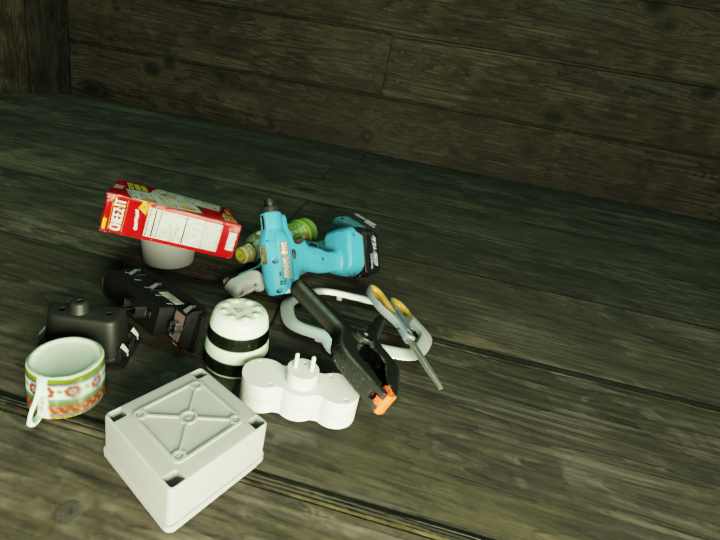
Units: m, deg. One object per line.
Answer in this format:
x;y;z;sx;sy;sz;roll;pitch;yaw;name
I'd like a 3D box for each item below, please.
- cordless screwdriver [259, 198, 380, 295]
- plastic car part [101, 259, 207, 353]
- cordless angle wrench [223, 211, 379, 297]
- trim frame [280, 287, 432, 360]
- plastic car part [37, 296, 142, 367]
-0.075;-0.049;0.765;0.238;0.160;0.077;-7;-3;-44;cordless screwdriver
-0.301;0.045;0.590;0.214;0.066;0.064;26;18;35;plastic car part
-0.103;-0.030;0.847;0.102;0.073;0.411;32;33;20;cordless angle wrench
-0.009;0.083;0.684;0.251;0.027;0.185;14;22;4;trim frame
-0.339;0.069;0.522;0.115;0.070;0.068;11;21;-9;plastic car part
